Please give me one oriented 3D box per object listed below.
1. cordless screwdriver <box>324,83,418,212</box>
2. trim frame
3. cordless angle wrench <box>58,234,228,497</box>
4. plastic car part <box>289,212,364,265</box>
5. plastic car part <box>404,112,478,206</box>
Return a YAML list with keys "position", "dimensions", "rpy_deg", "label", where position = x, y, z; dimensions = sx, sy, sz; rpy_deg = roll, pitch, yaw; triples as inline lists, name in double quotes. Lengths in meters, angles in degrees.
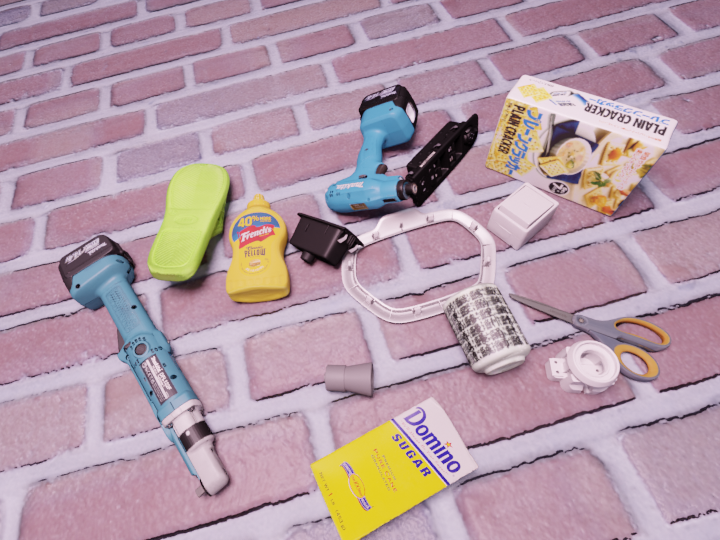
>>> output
- position: [0.045, -0.208, 0.724]
  dimensions: [0.167, 0.070, 0.251]
  rpy_deg: [-1, 58, 37]
  label: "cordless screwdriver"
- position: [0.091, -0.017, 0.663]
  dimensions: [0.248, 0.026, 0.192]
  rpy_deg: [-18, 59, -2]
  label: "trim frame"
- position: [-0.308, 0.121, 0.609]
  dimensions: [0.097, 0.072, 0.442]
  rpy_deg: [-37, 64, -15]
  label: "cordless angle wrench"
- position: [-0.066, -0.043, 0.676]
  dimensions: [0.123, 0.062, 0.071]
  rpy_deg: [19, 76, 37]
  label: "plastic car part"
- position: [0.139, -0.203, 0.750]
  dimensions: [0.201, 0.063, 0.071]
  rpy_deg: [-45, 42, -17]
  label: "plastic car part"
